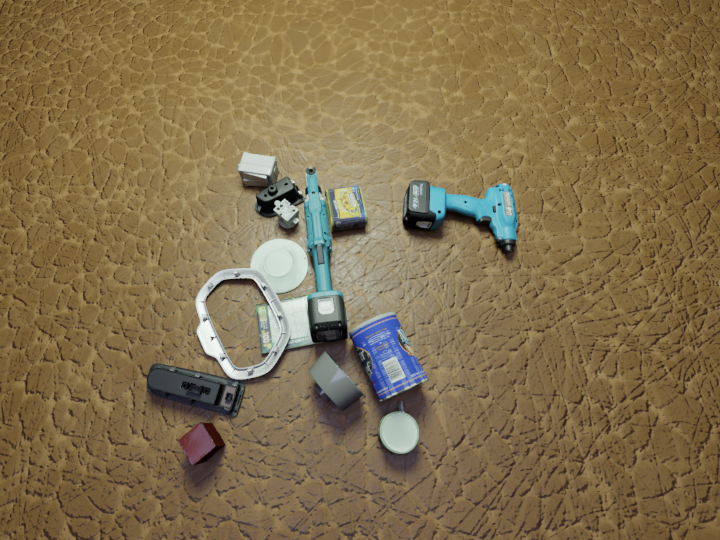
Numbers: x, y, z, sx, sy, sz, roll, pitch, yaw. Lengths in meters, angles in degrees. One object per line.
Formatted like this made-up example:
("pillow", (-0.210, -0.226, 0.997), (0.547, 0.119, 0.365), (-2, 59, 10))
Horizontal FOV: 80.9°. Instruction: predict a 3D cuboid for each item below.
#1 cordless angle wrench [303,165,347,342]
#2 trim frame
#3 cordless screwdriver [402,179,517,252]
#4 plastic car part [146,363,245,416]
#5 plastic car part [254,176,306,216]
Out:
("cordless angle wrench", (-0.091, -0.059, 0.926), (0.074, 0.095, 0.437), (-7, 59, -3))
("trim frame", (-0.254, 0.104, 0.890), (0.184, 0.026, 0.257), (-32, 69, -1))
("cordless screwdriver", (0.223, -0.121, 0.945), (0.249, 0.073, 0.162), (3, 68, 0))
("plastic car part", (-0.337, 0.232, 0.835), (0.207, 0.065, 0.067), (11, 76, 10))
("plastic car part", (-0.196, -0.178, 0.993), (0.115, 0.069, 0.068), (-30, 70, -13))
